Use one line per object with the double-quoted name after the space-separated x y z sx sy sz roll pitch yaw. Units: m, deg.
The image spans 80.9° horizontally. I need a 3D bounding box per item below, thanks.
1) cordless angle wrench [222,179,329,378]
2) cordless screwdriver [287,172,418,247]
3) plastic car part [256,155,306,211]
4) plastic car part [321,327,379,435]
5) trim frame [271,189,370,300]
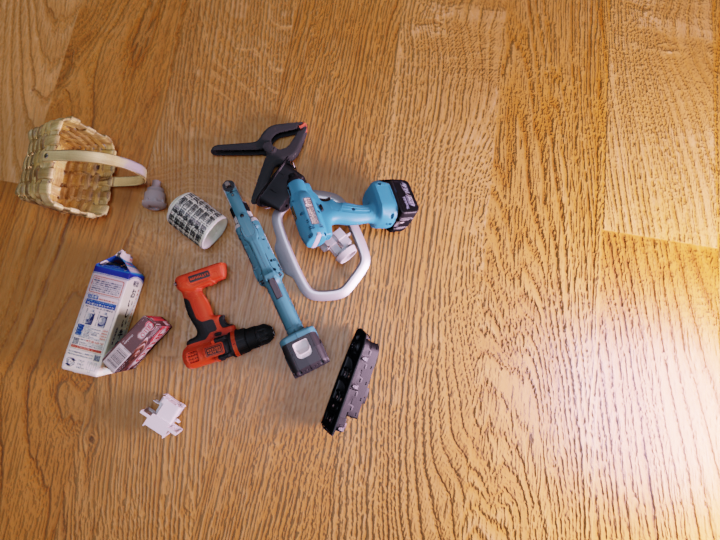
-0.186 0.001 0.849 0.074 0.096 0.432 -25 77 -8 "cordless angle wrench"
-0.021 -0.138 0.844 0.242 0.074 0.165 -11 64 -22 "cordless screwdriver"
-0.154 -0.165 0.877 0.073 0.064 0.116 28 77 17 "plastic car part"
-0.012 0.215 0.819 0.066 0.067 0.204 18 79 -11 "plastic car part"
-0.087 -0.057 0.889 0.183 0.027 0.252 -24 82 -7 "trim frame"
